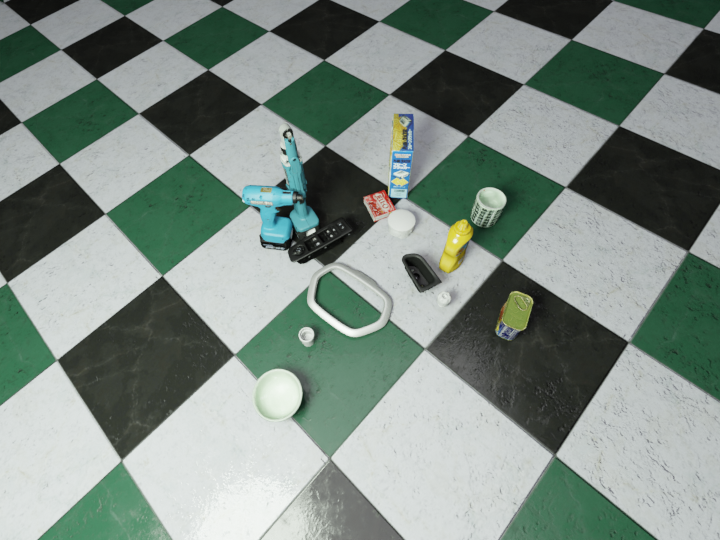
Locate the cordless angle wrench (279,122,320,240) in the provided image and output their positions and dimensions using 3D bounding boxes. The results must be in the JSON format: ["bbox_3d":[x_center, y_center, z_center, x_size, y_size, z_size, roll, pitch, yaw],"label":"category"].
[{"bbox_3d":[-0.173,-0.231,1.146,0.073,0.409,0.102,-25,63,-13],"label":"cordless angle wrench"}]

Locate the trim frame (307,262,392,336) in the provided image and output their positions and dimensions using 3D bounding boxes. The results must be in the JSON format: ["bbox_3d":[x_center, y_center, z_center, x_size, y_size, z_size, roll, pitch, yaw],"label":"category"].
[{"bbox_3d":[-0.033,0.077,1.170,0.259,0.026,0.183,32,67,22],"label":"trim frame"}]

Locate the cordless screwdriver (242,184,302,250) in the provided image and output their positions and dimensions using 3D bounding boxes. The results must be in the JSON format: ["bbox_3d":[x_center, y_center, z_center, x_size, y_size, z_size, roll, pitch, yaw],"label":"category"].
[{"bbox_3d":[-0.231,-0.150,1.202,0.161,0.241,0.076,6,60,6],"label":"cordless screwdriver"}]

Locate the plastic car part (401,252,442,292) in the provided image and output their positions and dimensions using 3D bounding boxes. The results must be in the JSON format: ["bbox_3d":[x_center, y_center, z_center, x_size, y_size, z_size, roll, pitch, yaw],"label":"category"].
[{"bbox_3d":[0.160,0.013,1.164,0.065,0.068,0.122,-25,61,-11],"label":"plastic car part"}]

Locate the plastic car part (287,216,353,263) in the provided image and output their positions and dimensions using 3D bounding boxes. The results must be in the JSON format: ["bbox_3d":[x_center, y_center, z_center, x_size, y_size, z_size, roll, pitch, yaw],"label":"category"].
[{"bbox_3d":[-0.122,-0.080,1.251,0.201,0.065,0.069,-29,62,-12],"label":"plastic car part"}]
